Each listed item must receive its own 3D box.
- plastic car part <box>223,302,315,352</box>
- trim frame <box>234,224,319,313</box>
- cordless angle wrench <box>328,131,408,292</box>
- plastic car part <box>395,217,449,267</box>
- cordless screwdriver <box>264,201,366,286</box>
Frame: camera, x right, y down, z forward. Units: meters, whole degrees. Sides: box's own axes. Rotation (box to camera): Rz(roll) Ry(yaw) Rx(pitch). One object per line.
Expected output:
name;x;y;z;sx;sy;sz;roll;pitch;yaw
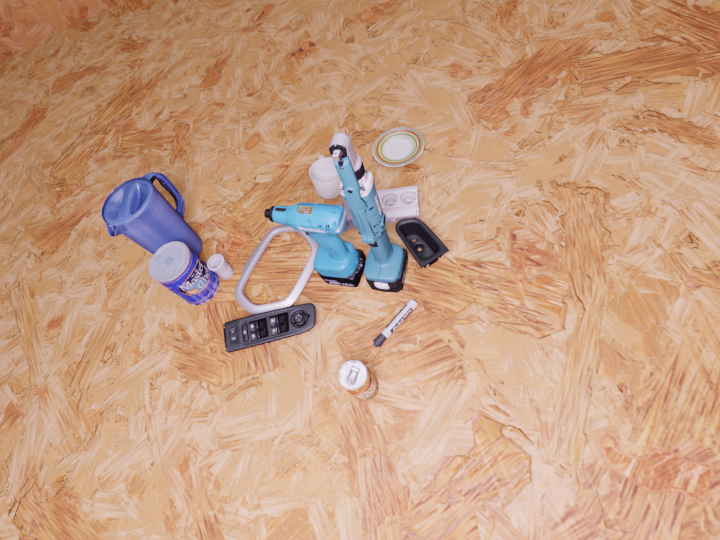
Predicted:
plastic car part;-0.185;0.125;0.896;0.205;0.064;0.069;-17;58;9
trim frame;-0.197;-0.008;0.998;0.192;0.026;0.250;14;67;25
cordless angle wrench;0.016;-0.087;0.744;0.077;0.403;0.099;6;64;18
plastic car part;0.126;-0.053;0.888;0.066;0.067;0.122;-32;57;-2
cordless screwdriver;-0.084;-0.055;0.859;0.165;0.237;0.075;9;65;21
